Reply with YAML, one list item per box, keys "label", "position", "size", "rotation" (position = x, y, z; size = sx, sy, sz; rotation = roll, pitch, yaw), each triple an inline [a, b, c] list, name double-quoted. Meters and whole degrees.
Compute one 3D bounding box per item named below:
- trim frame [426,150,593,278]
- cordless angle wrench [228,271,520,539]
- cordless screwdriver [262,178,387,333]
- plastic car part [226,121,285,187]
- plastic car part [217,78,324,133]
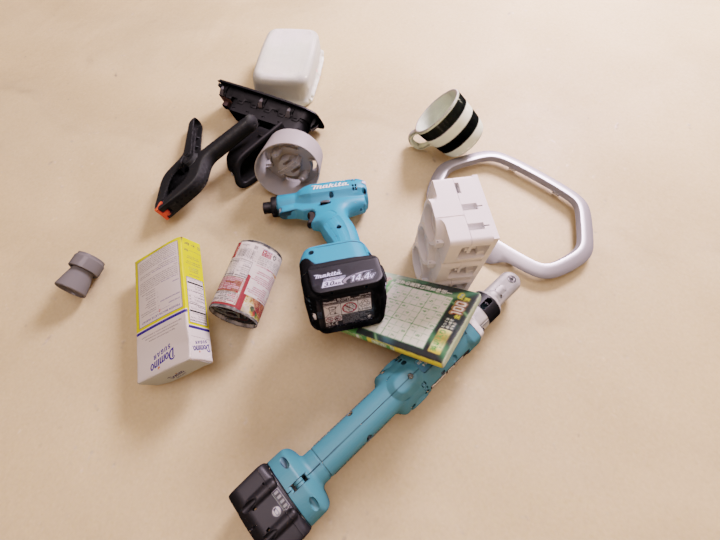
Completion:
- label: "trim frame"
  position: [0.218, -0.090, 0.627]
  size: [0.258, 0.027, 0.183]
  rotation: [38, 69, 20]
- label: "cordless angle wrench"
  position: [0.048, 0.132, 0.486]
  size: [0.418, 0.095, 0.077]
  rotation: [-39, 71, -19]
- label: "cordless screwdriver"
  position: [-0.055, -0.036, 0.564]
  size: [0.159, 0.071, 0.258]
  rotation: [-9, 42, -1]
- label: "plastic car part"
  position: [-0.180, -0.198, 0.706]
  size: [0.116, 0.063, 0.075]
  rotation: [-40, 52, -13]
- label: "plastic car part"
  position: [-0.163, -0.274, 0.740]
  size: [0.208, 0.064, 0.067]
  rotation: [19, 74, 14]
